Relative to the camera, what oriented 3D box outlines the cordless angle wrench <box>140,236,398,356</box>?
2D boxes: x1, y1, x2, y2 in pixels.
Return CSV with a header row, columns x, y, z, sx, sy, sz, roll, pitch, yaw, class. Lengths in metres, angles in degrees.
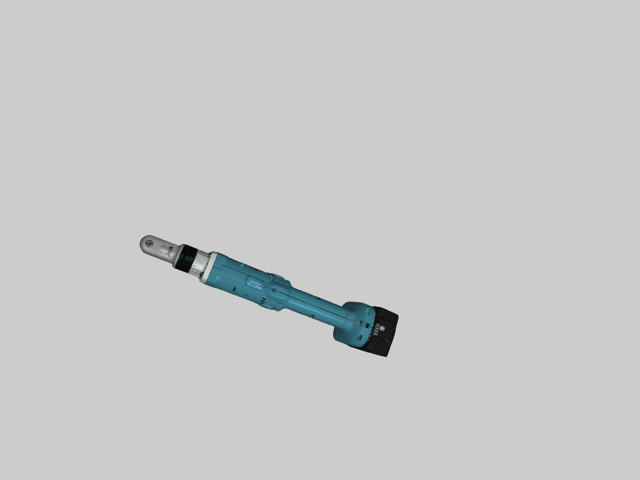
x,y,z,sx,sy,sz,roll,pitch,yaw,class
-0.077,0.083,0.678,0.423,0.074,0.098,23,-15,-15,cordless angle wrench
